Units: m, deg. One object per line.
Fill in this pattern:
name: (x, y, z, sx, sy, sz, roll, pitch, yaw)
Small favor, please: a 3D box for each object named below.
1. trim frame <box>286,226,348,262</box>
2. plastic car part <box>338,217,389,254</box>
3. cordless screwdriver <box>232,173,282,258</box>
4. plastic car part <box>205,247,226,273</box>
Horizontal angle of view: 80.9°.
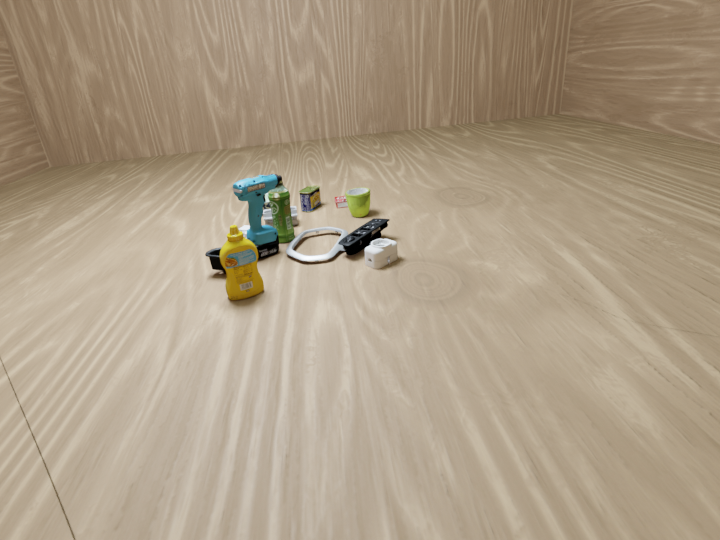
trim frame: (-0.131, -0.086, 1.339, 0.189, 0.027, 0.248, 2, 27, 15)
plastic car part: (0.009, -0.102, 1.299, 0.070, 0.065, 0.197, 16, 34, 38)
cordless screwdriver: (-0.297, -0.171, 1.304, 0.154, 0.242, 0.079, -24, 31, -36)
plastic car part: (-0.384, -0.024, 1.224, 0.119, 0.069, 0.066, 2, 26, 14)
